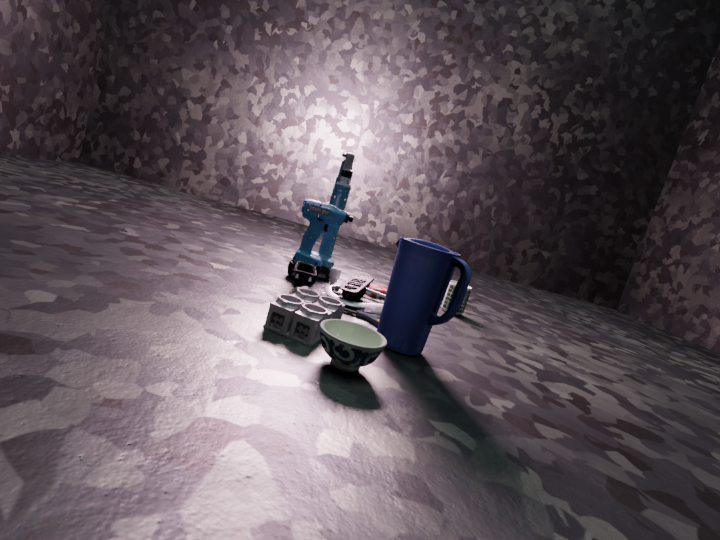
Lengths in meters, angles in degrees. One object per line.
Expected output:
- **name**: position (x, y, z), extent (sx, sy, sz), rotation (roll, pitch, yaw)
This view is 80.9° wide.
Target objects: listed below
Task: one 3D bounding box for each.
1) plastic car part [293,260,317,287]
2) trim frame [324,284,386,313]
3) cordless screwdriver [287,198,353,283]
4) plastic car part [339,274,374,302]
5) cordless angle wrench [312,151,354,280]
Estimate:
- **plastic car part**: position (-0.161, 0.021, 1.180), extent (0.065, 0.070, 0.118), rotation (15, 9, -8)
- **trim frame**: position (0.005, 0.082, 1.228), extent (0.236, 0.027, 0.195), rotation (8, 12, -38)
- **cordless screwdriver**: position (-0.127, -0.083, 1.299), extent (0.160, 0.247, 0.074), rotation (16, 8, 2)
- **plastic car part**: position (-0.017, 0.056, 1.224), extent (0.068, 0.067, 0.199), rotation (18, 10, 11)
- **cordless angle wrench**: position (-0.087, -0.180, 1.395), extent (0.099, 0.421, 0.074), rotation (17, 8, 4)
